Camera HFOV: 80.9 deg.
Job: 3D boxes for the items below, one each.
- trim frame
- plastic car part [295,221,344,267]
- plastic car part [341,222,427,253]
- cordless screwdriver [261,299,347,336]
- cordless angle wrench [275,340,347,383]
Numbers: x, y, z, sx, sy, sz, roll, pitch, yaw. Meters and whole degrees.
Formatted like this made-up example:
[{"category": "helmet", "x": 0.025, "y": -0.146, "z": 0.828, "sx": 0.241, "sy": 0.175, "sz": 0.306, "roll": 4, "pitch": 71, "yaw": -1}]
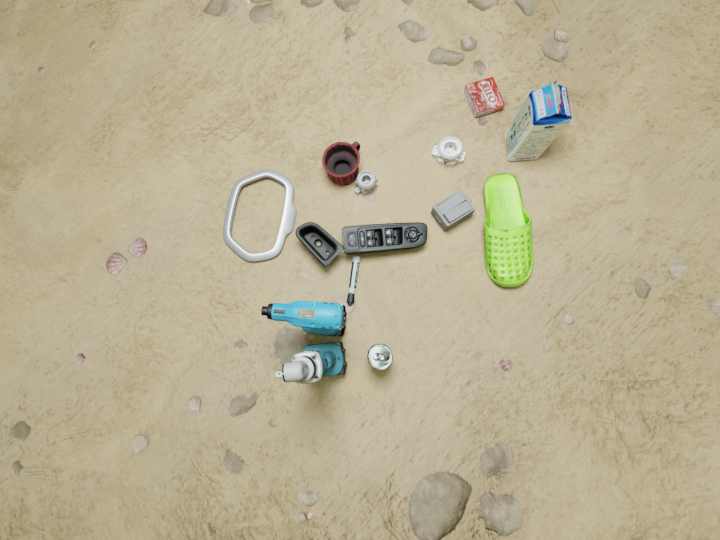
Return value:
[{"category": "trim frame", "x": -0.260, "y": -0.145, "z": 1.097, "sx": 0.187, "sy": 0.027, "sz": 0.250, "roll": 8, "pitch": 79, "yaw": 9}, {"category": "plastic car part", "x": -0.101, "y": -0.066, "z": 1.037, "sx": 0.119, "sy": 0.069, "sz": 0.066, "roll": 44, "pitch": 86, "yaw": 12}, {"category": "plastic car part", "x": 0.059, "y": -0.076, "z": 1.020, "sx": 0.205, "sy": 0.065, "sz": 0.067, "roll": -5, "pitch": 79, "yaw": 6}, {"category": "cordless screwdriver", "x": -0.110, "y": 0.099, "z": 0.912, "sx": 0.161, "sy": 0.244, "sz": 0.075, "roll": 4, "pitch": 81, "yaw": 5}, {"category": "cordless angle wrench", "x": -0.088, "y": 0.178, "z": 0.805, "sx": 0.098, "sy": 0.414, "sz": 0.075, "roll": -7, "pitch": 81, "yaw": 1}]
